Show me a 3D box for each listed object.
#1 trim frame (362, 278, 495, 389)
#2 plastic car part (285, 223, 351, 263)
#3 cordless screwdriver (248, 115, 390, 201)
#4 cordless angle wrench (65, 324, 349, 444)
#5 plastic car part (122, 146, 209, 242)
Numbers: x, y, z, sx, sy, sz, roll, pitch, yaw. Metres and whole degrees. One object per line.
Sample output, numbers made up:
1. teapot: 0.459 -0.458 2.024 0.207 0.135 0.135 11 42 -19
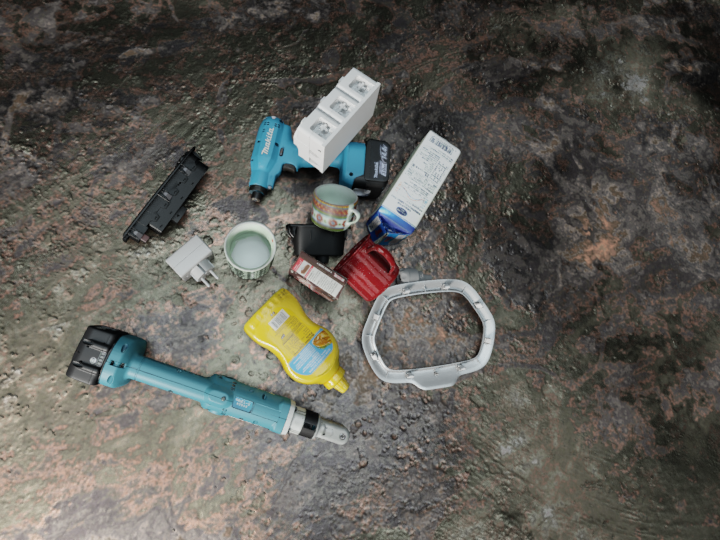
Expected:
1. trim frame: 0.123 0.110 0.737 0.244 0.028 0.185 -5 87 -12
2. plastic car part: -0.073 -0.048 0.746 0.114 0.067 0.071 4 91 -13
3. cordless screwdriver: -0.076 -0.181 0.770 0.248 0.074 0.161 11 75 -2
4. cordless angle wrench: -0.212 0.189 0.644 0.417 0.099 0.075 21 77 -7
5. plastic car part: -0.323 -0.125 0.722 0.065 0.068 0.204 29 73 -14
